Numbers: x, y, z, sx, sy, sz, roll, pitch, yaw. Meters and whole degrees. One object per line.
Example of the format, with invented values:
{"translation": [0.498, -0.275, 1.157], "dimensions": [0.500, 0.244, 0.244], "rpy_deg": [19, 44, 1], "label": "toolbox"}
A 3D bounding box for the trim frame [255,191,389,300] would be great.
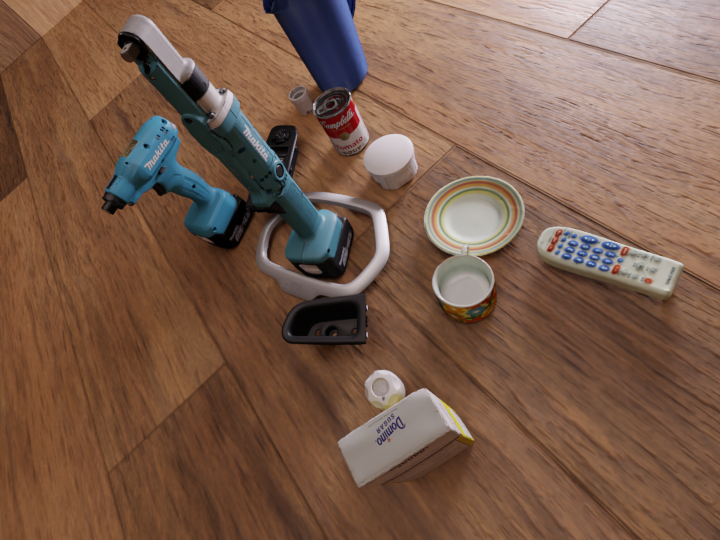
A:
{"translation": [-0.066, -0.043, 0.677], "dimensions": [0.261, 0.026, 0.185], "rpy_deg": [16, 71, 31], "label": "trim frame"}

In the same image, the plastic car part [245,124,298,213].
{"translation": [-0.147, -0.182, 0.769], "dimensions": [0.068, 0.063, 0.207], "rpy_deg": [-6, 61, 21], "label": "plastic car part"}

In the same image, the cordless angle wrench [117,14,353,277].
{"translation": [-0.120, -0.116, 0.511], "dimensions": [0.077, 0.401, 0.099], "rpy_deg": [3, 65, 24], "label": "cordless angle wrench"}

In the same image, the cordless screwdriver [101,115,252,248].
{"translation": [-0.292, -0.110, 0.693], "dimensions": [0.078, 0.236, 0.160], "rpy_deg": [14, 70, 29], "label": "cordless screwdriver"}

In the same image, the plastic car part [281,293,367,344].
{"translation": [-0.039, 0.077, 0.573], "dimensions": [0.120, 0.067, 0.067], "rpy_deg": [-8, 61, 21], "label": "plastic car part"}
